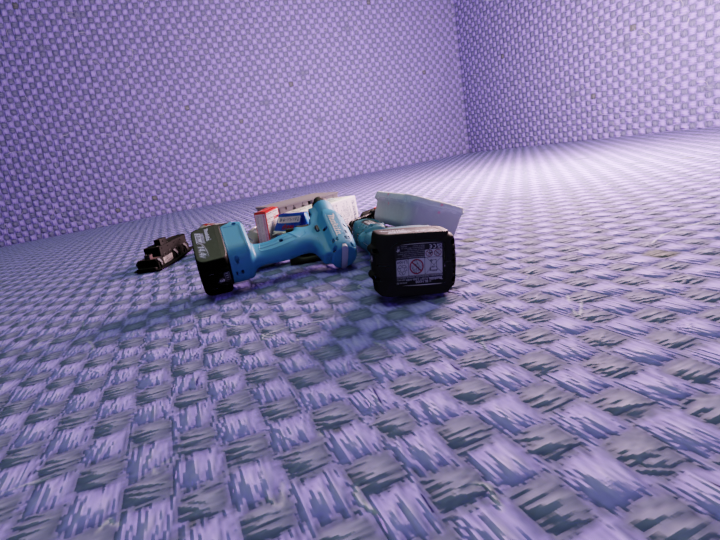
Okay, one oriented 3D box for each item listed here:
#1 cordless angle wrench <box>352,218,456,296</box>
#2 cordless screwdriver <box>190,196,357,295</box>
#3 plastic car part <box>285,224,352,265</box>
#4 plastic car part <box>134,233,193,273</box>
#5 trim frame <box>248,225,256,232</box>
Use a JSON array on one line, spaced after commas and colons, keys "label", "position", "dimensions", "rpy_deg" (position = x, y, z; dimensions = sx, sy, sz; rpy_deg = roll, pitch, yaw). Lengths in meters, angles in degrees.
[{"label": "cordless angle wrench", "position": [0.030, -0.049, 0.677], "dimensions": [0.097, 0.073, 0.432], "rpy_deg": [-5, 12, -8]}, {"label": "cordless screwdriver", "position": [-0.144, -0.053, 0.689], "dimensions": [0.245, 0.072, 0.167], "rpy_deg": [-12, 45, -12]}, {"label": "plastic car part", "position": [-0.076, -0.050, 0.775], "dimensions": [0.115, 0.066, 0.071], "rpy_deg": [-9, -1, -7]}, {"label": "plastic car part", "position": [-0.461, -0.047, 1.002], "dimensions": [0.067, 0.066, 0.204], "rpy_deg": [-15, 12, 7]}, {"label": "trim frame", "position": [-0.192, -0.119, 1.137], "dimensions": [0.261, 0.027, 0.178], "rpy_deg": [6, 21, 41]}]
